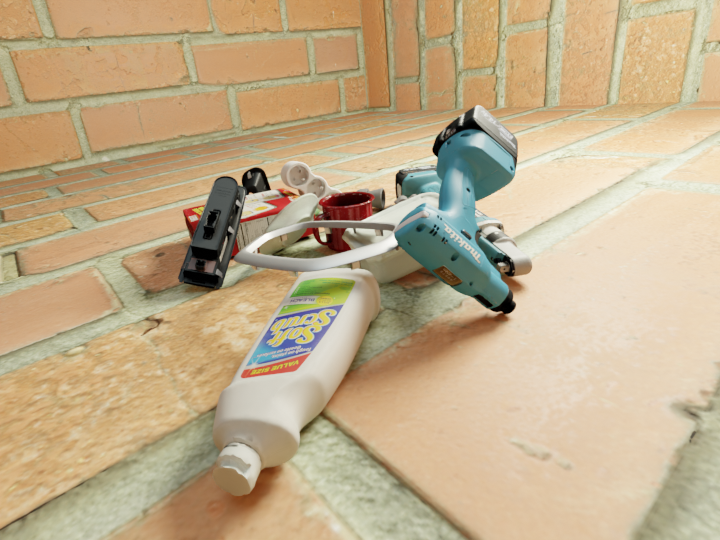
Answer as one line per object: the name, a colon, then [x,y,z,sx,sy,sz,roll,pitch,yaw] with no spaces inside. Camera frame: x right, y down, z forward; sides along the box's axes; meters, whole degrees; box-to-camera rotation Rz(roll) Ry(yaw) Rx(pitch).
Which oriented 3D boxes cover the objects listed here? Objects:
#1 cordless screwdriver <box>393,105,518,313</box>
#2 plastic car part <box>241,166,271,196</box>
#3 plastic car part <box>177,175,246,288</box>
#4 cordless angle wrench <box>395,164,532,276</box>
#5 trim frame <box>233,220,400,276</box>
cordless screwdriver: [0.141,-0.078,0.515,0.076,0.155,0.250,-35,24,50]
plastic car part: [-0.227,-0.156,0.916,0.067,0.112,0.073,-4,47,5]
plastic car part: [-0.229,-0.074,0.663,0.066,0.065,0.208,5,52,0]
cordless angle wrench: [0.161,-0.094,0.714,0.097,0.072,0.439,-10,27,-7]
trim frame: [-0.053,-0.035,0.547,0.261,0.027,0.179,5,27,44]
